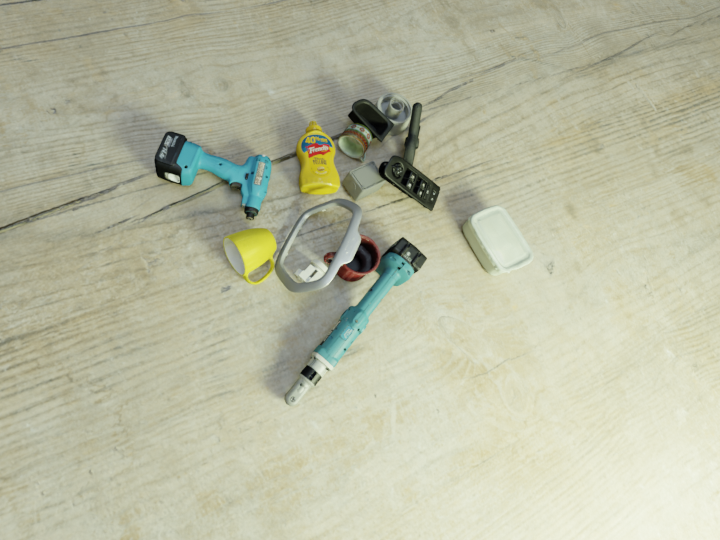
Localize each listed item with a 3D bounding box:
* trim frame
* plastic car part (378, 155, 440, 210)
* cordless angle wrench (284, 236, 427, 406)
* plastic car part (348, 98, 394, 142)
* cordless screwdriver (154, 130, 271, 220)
[{"bbox_3d":[-0.089,-0.058,0.914,0.193,0.026,0.250,7,59,34],"label":"trim frame"},{"bbox_3d":[0.113,-0.216,1.021,0.191,0.071,0.066,25,92,-45],"label":"plastic car part"},{"bbox_3d":[-0.015,0.107,0.888,0.074,0.099,0.421,41,70,-3],"label":"cordless angle wrench"},{"bbox_3d":[0.016,-0.384,1.092,0.114,0.073,0.066,40,70,-13],"label":"plastic car part"},{"bbox_3d":[-0.331,-0.209,0.950,0.243,0.075,0.162,12,68,-12],"label":"cordless screwdriver"}]
